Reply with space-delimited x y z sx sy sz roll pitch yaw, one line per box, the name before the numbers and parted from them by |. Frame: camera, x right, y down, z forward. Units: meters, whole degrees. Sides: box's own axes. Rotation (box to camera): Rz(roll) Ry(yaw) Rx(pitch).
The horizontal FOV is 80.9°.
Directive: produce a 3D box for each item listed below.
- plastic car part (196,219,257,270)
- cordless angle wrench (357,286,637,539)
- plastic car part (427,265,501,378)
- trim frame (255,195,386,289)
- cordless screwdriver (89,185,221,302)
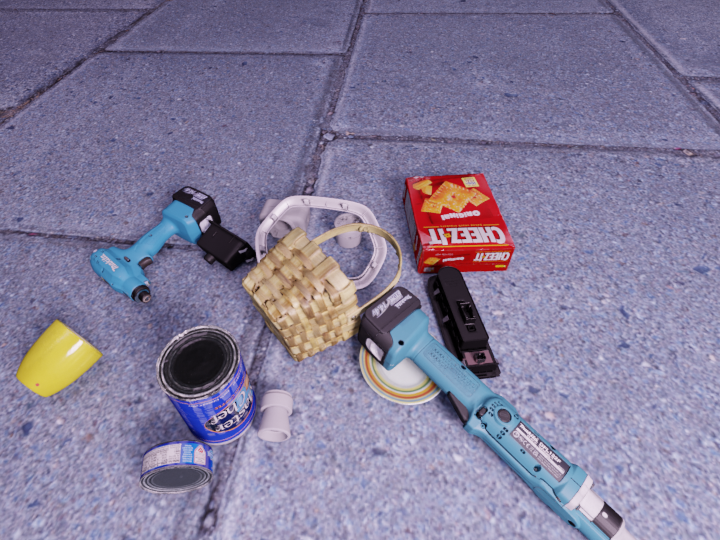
plastic car part | -0.265 -0.040 0.809 0.122 0.063 0.071 27 69 24
cordless angle wrench | 0.172 0.194 0.542 0.096 0.072 0.443 -34 61 -26
plastic car part | 0.158 0.069 0.679 0.066 0.064 0.211 -12 45 0
trim frame | -0.077 -0.050 0.783 0.252 0.027 0.186 9 78 8
cordless screwdriver | -0.375 -0.051 0.817 0.167 0.071 0.246 29 59 26
